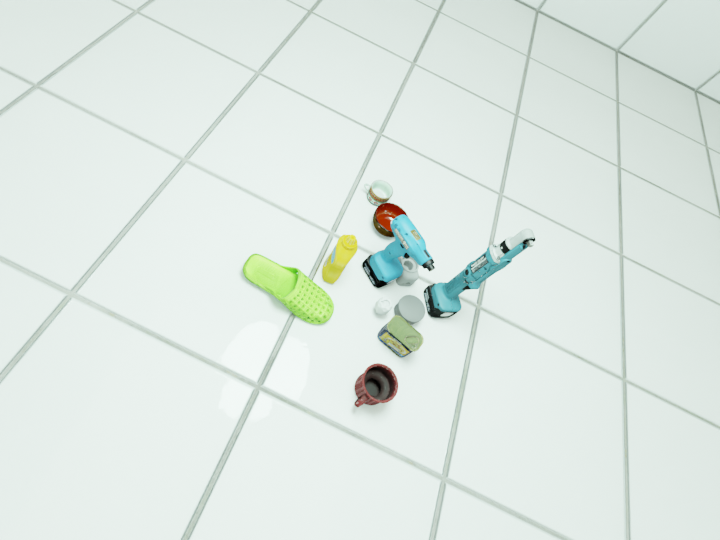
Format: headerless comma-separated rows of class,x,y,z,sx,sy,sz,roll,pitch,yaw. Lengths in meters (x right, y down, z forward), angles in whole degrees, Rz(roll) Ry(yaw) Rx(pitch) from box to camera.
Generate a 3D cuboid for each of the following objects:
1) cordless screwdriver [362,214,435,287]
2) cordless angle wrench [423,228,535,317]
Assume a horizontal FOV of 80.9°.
cordless screwdriver,0.103,-0.024,1.146,0.072,0.248,0.164,-22,72,-29
cordless angle wrench,0.295,0.009,1.081,0.072,0.422,0.101,4,63,-20
